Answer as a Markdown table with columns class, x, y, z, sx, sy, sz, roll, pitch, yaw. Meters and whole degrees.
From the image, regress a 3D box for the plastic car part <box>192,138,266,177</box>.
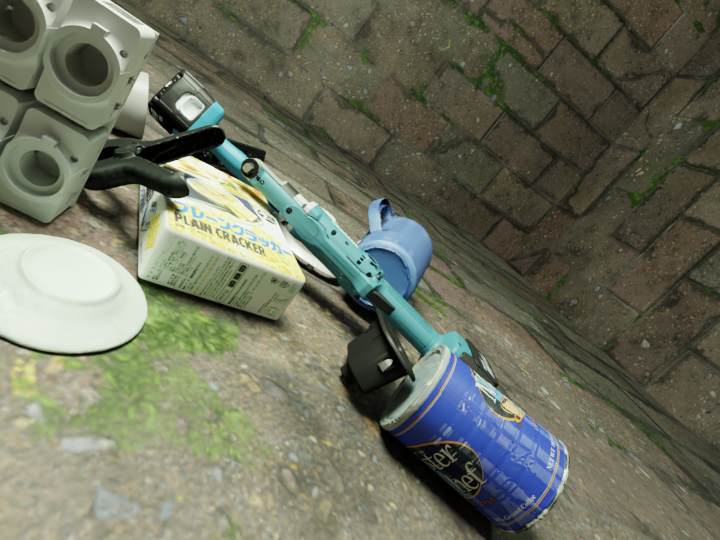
| class | x | y | z | sx | sy | sz | roll | pitch | yaw |
| --- | --- | --- | --- | --- | --- | --- | --- | --- | --- |
| plastic car part | -0.257 | -0.216 | 0.780 | 0.069 | 0.066 | 0.197 | 32 | 15 | 15 |

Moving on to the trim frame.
| class | x | y | z | sx | sy | sz | roll | pitch | yaw |
| --- | --- | --- | --- | --- | --- | --- | --- | --- | --- |
| trim frame | -0.074 | -0.048 | 0.755 | 0.186 | 0.027 | 0.245 | 37 | 15 | 4 |

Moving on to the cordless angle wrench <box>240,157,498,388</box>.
| class | x | y | z | sx | sy | sz | roll | pitch | yaw |
| --- | --- | --- | --- | --- | --- | --- | --- | --- | --- |
| cordless angle wrench | -0.002 | 0.005 | 0.557 | 0.424 | 0.075 | 0.097 | 45 | 13 | 1 |

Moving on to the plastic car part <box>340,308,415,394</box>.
| class | x | y | z | sx | sy | sz | roll | pitch | yaw |
| --- | --- | --- | --- | --- | --- | --- | --- | --- | --- |
| plastic car part | 0.013 | 0.095 | 0.458 | 0.066 | 0.071 | 0.116 | 58 | 6 | -3 |

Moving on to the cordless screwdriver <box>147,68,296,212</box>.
| class | x | y | z | sx | sy | sz | roll | pitch | yaw |
| --- | --- | --- | --- | --- | --- | --- | --- | --- | --- |
| cordless screwdriver | -0.197 | -0.180 | 0.638 | 0.238 | 0.074 | 0.166 | 46 | -12 | -25 |
